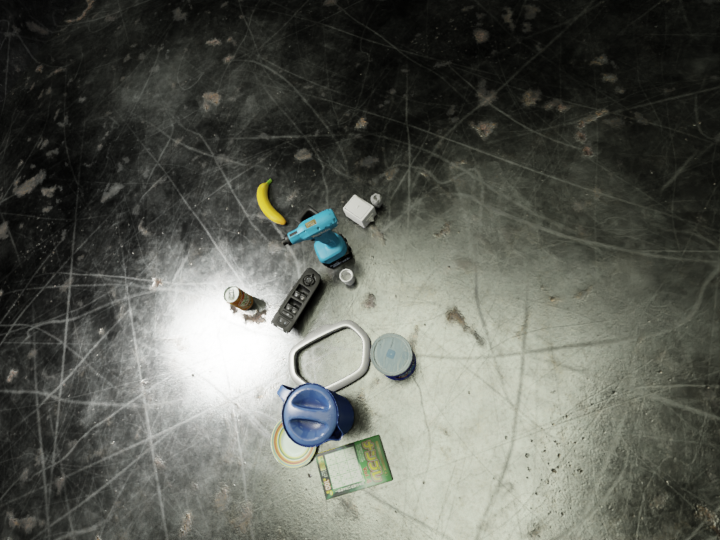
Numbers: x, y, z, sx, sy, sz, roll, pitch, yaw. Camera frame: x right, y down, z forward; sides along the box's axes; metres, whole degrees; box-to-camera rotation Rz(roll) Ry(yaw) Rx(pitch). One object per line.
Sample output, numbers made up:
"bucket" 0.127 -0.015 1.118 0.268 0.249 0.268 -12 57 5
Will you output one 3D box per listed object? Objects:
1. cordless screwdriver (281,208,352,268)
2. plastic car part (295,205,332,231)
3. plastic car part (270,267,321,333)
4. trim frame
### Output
"cordless screwdriver" -0.118 -0.077 1.209 0.160 0.238 0.077 -26 67 3
"plastic car part" -0.136 -0.142 1.335 0.122 0.068 0.066 36 81 24
"plastic car part" -0.180 0.090 1.258 0.069 0.064 0.203 25 78 21
"trim frame" -0.088 0.242 1.191 0.249 0.026 0.192 -29 64 3
